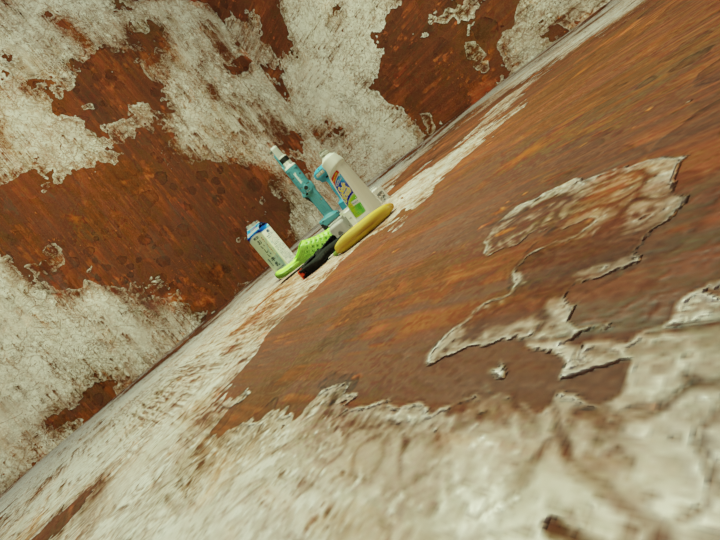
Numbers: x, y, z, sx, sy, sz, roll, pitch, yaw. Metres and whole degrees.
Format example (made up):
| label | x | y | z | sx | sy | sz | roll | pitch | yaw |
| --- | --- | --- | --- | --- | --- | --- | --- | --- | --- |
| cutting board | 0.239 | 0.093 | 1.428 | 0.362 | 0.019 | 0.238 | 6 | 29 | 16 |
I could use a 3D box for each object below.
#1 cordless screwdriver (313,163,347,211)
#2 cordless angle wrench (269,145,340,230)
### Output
| label | x | y | z | sx | sy | sz | roll | pitch | yaw |
| --- | --- | --- | --- | --- | --- | --- | --- | --- | --- |
| cordless screwdriver | -0.072 | -0.333 | 1.691 | 0.073 | 0.246 | 0.163 | -42 | 7 | -33 |
| cordless angle wrench | -0.215 | -0.329 | 1.692 | 0.098 | 0.419 | 0.074 | -38 | 4 | 8 |
